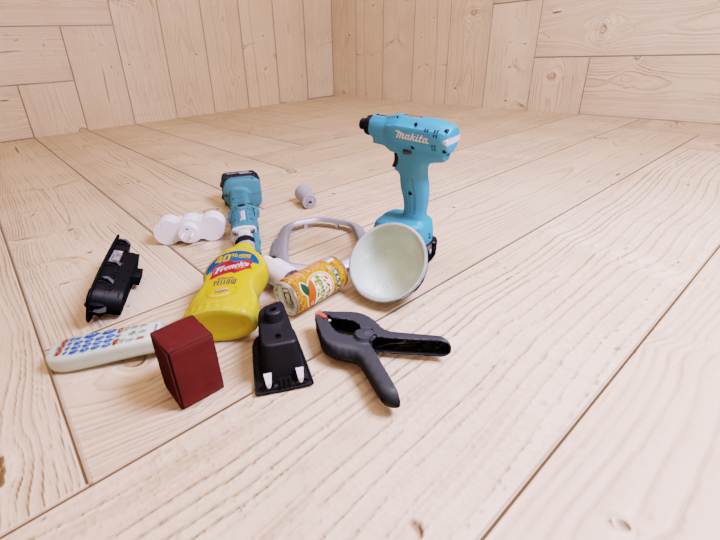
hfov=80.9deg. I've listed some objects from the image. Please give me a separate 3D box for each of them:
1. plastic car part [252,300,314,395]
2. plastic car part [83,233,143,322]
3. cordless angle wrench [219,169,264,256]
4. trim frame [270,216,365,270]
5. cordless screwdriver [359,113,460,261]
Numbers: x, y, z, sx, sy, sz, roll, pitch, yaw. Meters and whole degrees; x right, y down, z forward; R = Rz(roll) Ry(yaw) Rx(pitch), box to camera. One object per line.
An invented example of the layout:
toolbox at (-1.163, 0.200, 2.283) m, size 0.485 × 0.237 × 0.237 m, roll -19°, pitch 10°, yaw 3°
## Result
plastic car part at (-0.101, 0.080, 0.506) m, size 0.065 × 0.069 × 0.122 m, roll -8°, pitch 31°, yaw -14°
plastic car part at (-0.388, 0.016, 0.673) m, size 0.065 × 0.066 × 0.211 m, roll 17°, pitch 20°, yaw -21°
cordless angle wrench at (-0.244, -0.113, 0.886) m, size 0.096 × 0.072 × 0.442 m, roll -9°, pitch 31°, yaw -13°
trim frame at (-0.078, -0.051, 0.795) m, size 0.183 × 0.027 × 0.257 m, roll -4°, pitch 30°, yaw -4°
cordless screwdriver at (0.061, -0.129, 0.692) m, size 0.167 × 0.242 × 0.072 m, roll 23°, pitch 34°, yaw 31°
